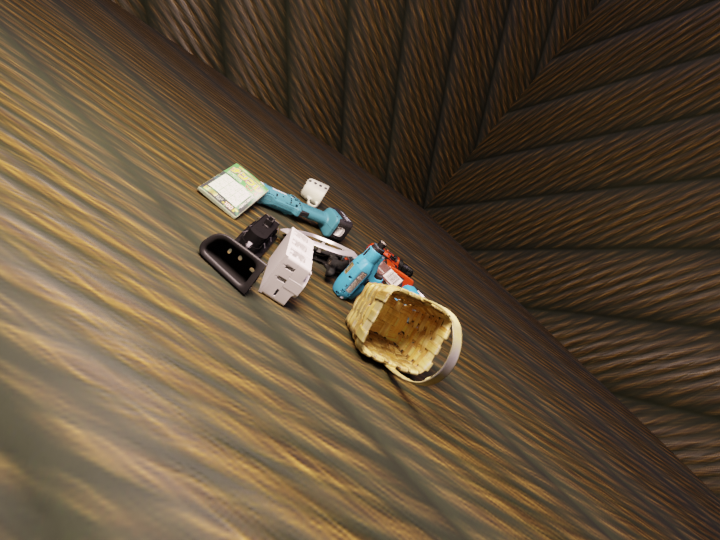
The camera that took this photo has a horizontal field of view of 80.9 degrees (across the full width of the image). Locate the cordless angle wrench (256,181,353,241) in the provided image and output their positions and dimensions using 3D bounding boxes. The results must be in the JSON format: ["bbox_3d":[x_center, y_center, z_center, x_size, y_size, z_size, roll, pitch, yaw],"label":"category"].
[{"bbox_3d":[-0.199,-0.183,1.184,0.400,0.074,0.103,19,25,-41],"label":"cordless angle wrench"}]

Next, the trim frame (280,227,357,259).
[{"bbox_3d":[-0.102,-0.067,1.045,0.190,0.027,0.242,24,8,14],"label":"trim frame"}]

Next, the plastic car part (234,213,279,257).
[{"bbox_3d":[-0.212,-0.080,0.907,0.065,0.067,0.205,43,19,-12],"label":"plastic car part"}]

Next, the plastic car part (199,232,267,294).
[{"bbox_3d":[-0.218,-0.018,0.746,0.119,0.066,0.069,38,2,10],"label":"plastic car part"}]

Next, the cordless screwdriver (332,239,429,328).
[{"bbox_3d":[0.074,0.042,0.992,0.238,0.160,0.077,33,19,-25],"label":"cordless screwdriver"}]
